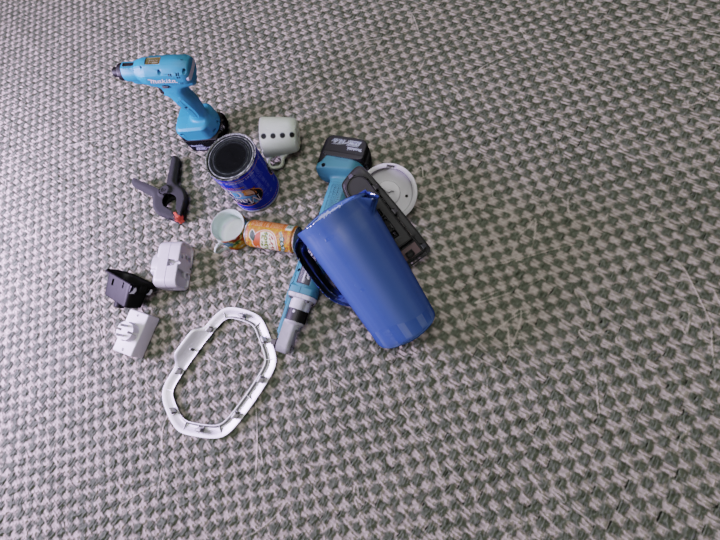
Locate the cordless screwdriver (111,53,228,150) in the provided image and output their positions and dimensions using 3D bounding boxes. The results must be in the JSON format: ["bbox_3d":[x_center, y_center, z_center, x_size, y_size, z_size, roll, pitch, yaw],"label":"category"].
[{"bbox_3d":[-0.382,-0.346,0.880,0.161,0.242,0.075,3,73,6],"label":"cordless screwdriver"}]

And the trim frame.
[{"bbox_3d":[-0.265,0.186,0.782,0.192,0.026,0.248,32,83,22],"label":"trim frame"}]

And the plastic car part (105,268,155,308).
[{"bbox_3d":[-0.482,0.044,0.867,0.122,0.063,0.071,14,89,32],"label":"plastic car part"}]

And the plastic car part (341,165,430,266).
[{"bbox_3d":[0.035,-0.094,0.746,0.067,0.065,0.206,-39,81,19],"label":"plastic car part"}]

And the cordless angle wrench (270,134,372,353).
[{"bbox_3d":[-0.078,-0.051,0.801,0.101,0.071,0.425,13,77,16],"label":"cordless angle wrench"}]
